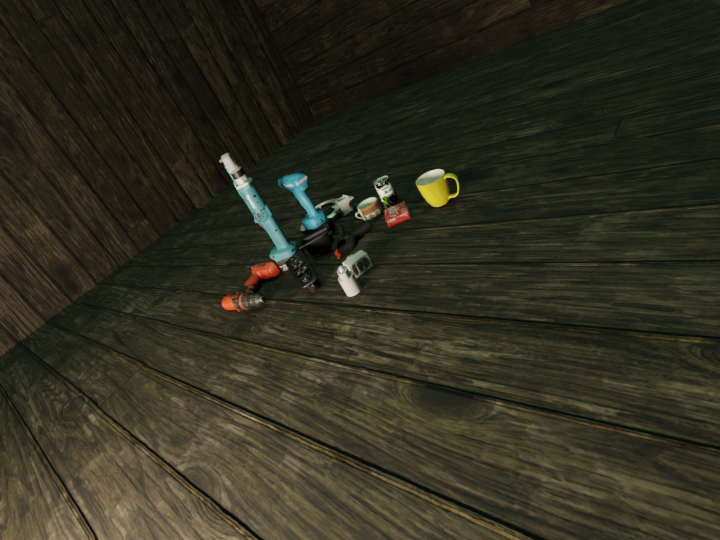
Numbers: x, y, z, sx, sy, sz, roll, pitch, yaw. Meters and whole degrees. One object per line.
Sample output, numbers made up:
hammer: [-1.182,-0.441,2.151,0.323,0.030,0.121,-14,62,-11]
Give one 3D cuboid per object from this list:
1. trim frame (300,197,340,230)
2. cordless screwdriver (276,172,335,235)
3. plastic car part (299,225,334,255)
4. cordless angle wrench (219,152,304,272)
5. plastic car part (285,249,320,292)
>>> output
trim frame: [-0.157,-0.222,1.669,0.188,0.026,0.253,-21,29,17]
cordless screwdriver: [-0.200,-0.228,1.488,0.073,0.239,0.167,-42,27,-27]
plastic car part: [-0.134,-0.088,1.375,0.118,0.068,0.068,-25,25,9]
cordless angle wrench: [-0.315,-0.185,1.343,0.100,0.407,0.075,-20,25,20]
plastic car part: [-0.166,0.010,1.244,0.066,0.064,0.212,-32,27,-6]
